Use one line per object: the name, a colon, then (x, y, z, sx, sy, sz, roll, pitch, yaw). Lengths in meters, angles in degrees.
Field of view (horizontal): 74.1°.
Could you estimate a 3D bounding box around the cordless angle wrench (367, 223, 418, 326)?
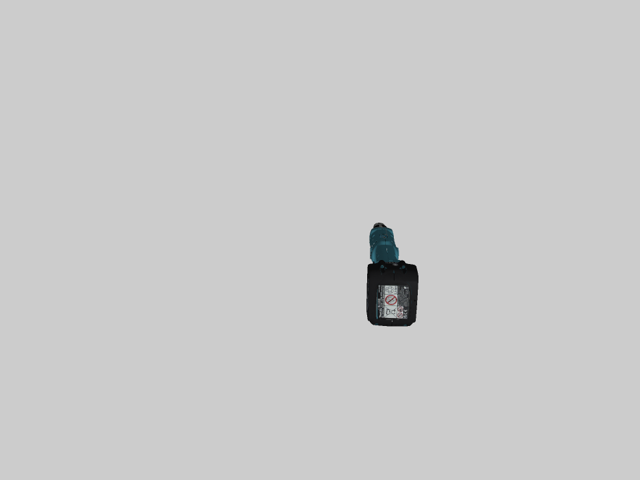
cordless angle wrench: (0.124, 0.029, 0.822, 0.074, 0.098, 0.422, 1, 17, 5)
